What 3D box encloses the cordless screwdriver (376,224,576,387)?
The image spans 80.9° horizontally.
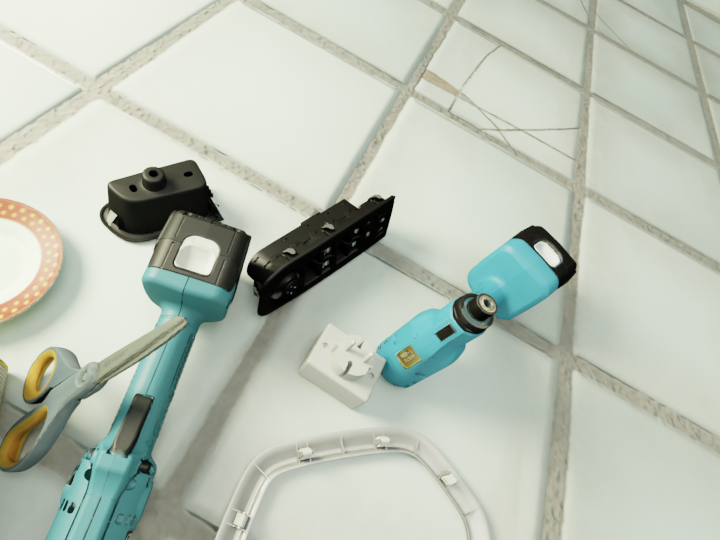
[{"bbox_3d":[0.136,0.024,0.434,0.242,0.159,0.076,-28,75,-34],"label":"cordless screwdriver"}]

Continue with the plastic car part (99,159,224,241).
[{"bbox_3d":[-0.203,-0.078,0.433,0.113,0.071,0.068,-22,70,-34],"label":"plastic car part"}]

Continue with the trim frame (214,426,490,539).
[{"bbox_3d":[0.002,0.228,0.340,0.240,0.027,0.190,1,60,-21],"label":"trim frame"}]

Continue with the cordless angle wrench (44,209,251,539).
[{"bbox_3d":[-0.175,0.153,0.294,0.073,0.098,0.430,18,59,-12],"label":"cordless angle wrench"}]

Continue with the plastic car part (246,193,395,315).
[{"bbox_3d":[-0.045,-0.030,0.464,0.069,0.065,0.199,38,54,15],"label":"plastic car part"}]
